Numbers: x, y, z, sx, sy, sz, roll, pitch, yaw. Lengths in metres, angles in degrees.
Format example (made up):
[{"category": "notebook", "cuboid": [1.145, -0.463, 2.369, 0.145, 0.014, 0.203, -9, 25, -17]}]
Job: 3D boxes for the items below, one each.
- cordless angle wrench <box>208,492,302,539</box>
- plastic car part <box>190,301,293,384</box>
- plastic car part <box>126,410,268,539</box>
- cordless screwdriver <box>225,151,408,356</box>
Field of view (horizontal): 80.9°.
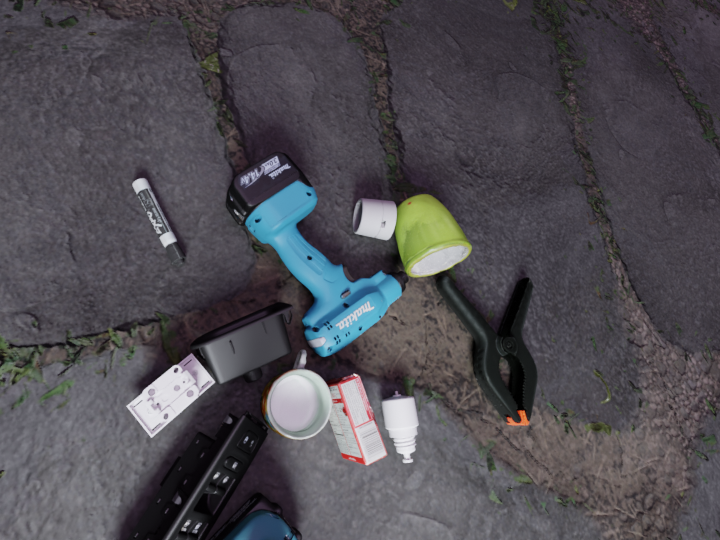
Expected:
[{"category": "cordless angle wrench", "cuboid": [-0.040, 0.230, 0.249, 0.096, 0.427, 0.075, -39, 90, -27]}, {"category": "plastic car part", "cuboid": [-0.127, 0.089, 0.486, 0.114, 0.068, 0.070, -26, 96, -21]}, {"category": "plastic car part", "cuboid": [-0.173, 0.230, 0.410, 0.069, 0.064, 0.204, 17, 61, 18]}, {"category": "cordless screwdriver", "cuboid": [-0.053, -0.035, 0.546, 0.156, 0.075, 0.250, -33, 87, -26]}]
